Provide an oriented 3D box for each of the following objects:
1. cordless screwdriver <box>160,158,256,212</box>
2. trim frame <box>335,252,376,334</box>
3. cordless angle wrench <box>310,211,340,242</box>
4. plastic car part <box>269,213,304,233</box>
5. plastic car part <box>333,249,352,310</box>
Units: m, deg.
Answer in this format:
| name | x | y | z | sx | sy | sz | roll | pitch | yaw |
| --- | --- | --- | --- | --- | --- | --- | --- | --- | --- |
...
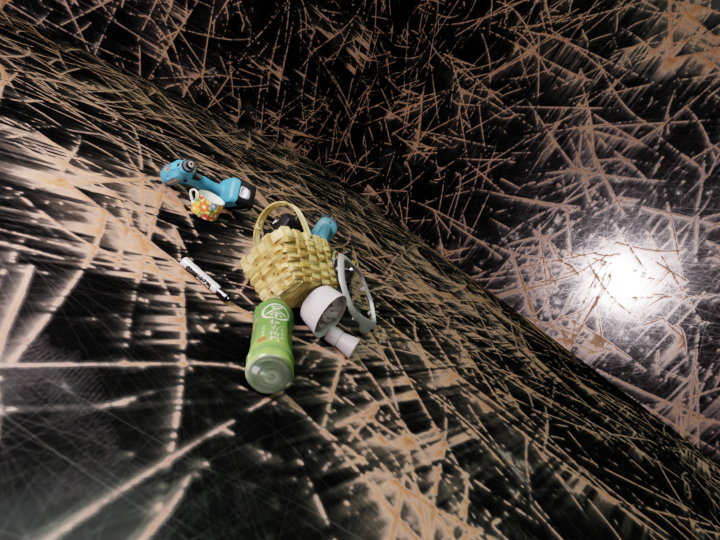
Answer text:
| name | x | y | z | sx | sy | sz | roll | pitch | yaw |
| --- | --- | --- | --- | --- | --- | --- | --- | --- | --- |
| cordless screwdriver | -0.395 | -0.233 | 1.140 | 0.235 | 0.075 | 0.167 | 18 | -14 | -40 |
| trim frame | -0.009 | 0.057 | 1.002 | 0.237 | 0.028 | 0.190 | 45 | 26 | -66 |
| cordless angle wrench | -0.127 | -0.083 | 1.297 | 0.073 | 0.098 | 0.428 | 34 | 18 | -10 |
| plastic car part | -0.219 | -0.147 | 1.347 | 0.110 | 0.071 | 0.070 | 9 | 29 | -50 |
| plastic car part | -0.049 | 0.020 | 1.104 | 0.066 | 0.065 | 0.209 | 11 | 34 | -12 |
